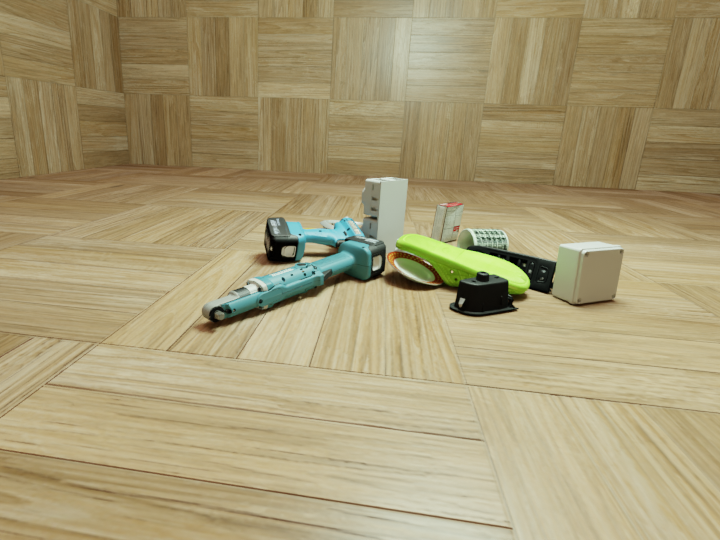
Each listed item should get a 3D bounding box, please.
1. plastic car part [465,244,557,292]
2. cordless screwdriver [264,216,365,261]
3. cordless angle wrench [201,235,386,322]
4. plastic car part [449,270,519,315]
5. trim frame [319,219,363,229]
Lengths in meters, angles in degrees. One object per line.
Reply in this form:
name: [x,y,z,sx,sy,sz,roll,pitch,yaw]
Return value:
plastic car part: [0.324,-0.011,0.926,0.214,0.066,0.064,18,12,39]
cordless screwdriver: [-0.099,-0.065,1.009,0.241,0.073,0.168,-5,39,-23]
cordless angle wrench: [-0.108,0.014,0.794,0.103,0.073,0.408,16,25,38]
plastic car part: [0.221,0.036,0.757,0.112,0.070,0.069,-3,17,-27]
trim frame: [-0.024,-0.124,1.247,0.180,0.027,0.256,2,11,-14]
